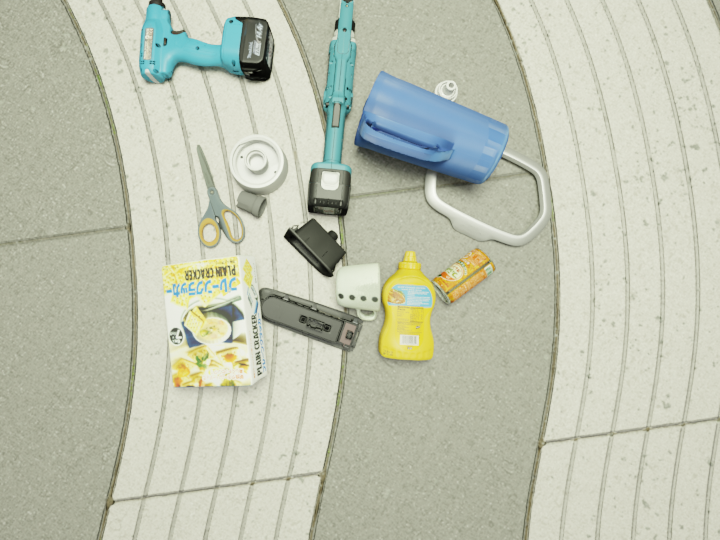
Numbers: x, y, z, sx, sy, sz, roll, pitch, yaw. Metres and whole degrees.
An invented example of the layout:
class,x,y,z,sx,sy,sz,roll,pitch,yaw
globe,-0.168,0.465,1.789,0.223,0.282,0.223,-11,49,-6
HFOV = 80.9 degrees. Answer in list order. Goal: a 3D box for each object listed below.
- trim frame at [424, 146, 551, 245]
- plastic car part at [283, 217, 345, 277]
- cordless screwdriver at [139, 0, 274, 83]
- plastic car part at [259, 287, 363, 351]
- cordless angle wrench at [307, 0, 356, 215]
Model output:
class,x,y,z,sx,sy,sz,roll,pitch,yaw
trim frame,0.240,-0.149,0.794,0.248,0.027,0.184,25,86,0
plastic car part,-0.076,-0.050,0.777,0.116,0.066,0.070,42,73,-3
cordless screwdriver,-0.288,-0.436,0.791,0.250,0.073,0.160,2,87,4
plastic car part,-0.099,0.090,0.766,0.204,0.067,0.066,20,95,3
cordless angle wrench,-0.042,-0.316,0.779,0.074,0.097,0.426,5,83,-3
